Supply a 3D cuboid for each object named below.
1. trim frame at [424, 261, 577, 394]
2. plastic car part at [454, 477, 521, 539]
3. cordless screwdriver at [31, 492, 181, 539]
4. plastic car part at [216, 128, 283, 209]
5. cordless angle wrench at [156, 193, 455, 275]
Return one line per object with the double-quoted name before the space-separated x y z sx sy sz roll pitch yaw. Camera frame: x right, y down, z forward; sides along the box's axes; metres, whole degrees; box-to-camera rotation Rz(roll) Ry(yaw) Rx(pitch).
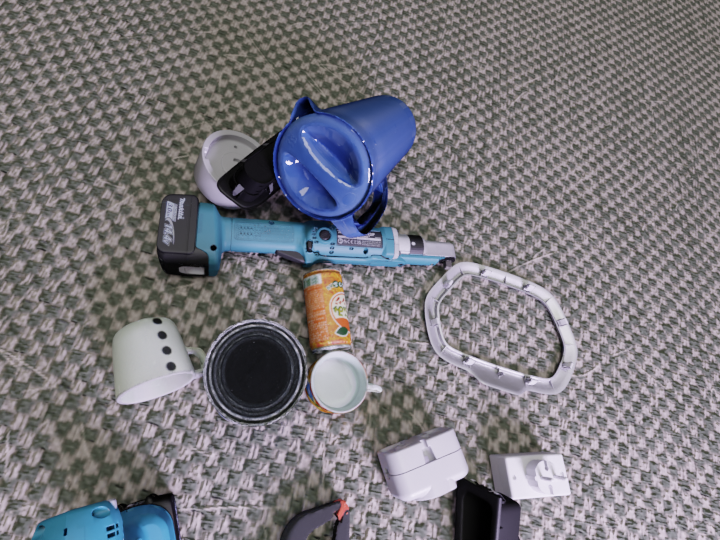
"trim frame" 0.212 0.085 0.627 0.246 0.027 0.186 19 66 -6
"plastic car part" 0.157 0.314 0.500 0.068 0.068 0.117 7 82 -27
"cordless screwdriver" -0.190 0.270 0.337 0.072 0.247 0.164 -11 68 -20
"plastic car part" -0.114 -0.154 0.589 0.065 0.069 0.202 50 48 -16
"cordless angle wrench" -0.058 -0.038 0.598 0.413 0.074 0.100 3 68 -14
